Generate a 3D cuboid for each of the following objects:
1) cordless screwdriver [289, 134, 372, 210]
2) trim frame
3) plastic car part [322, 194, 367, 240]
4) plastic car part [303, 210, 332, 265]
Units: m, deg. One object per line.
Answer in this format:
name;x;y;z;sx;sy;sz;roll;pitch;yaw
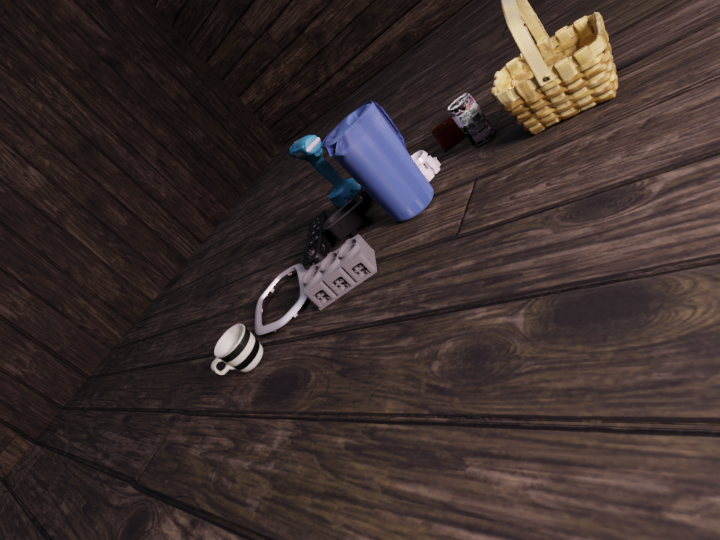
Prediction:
cordless screwdriver;-0.089;-0.250;1.127;0.074;0.240;0.166;-48;22;-13
trim frame;-0.191;0.066;1.040;0.185;0.026;0.257;-41;25;7
plastic car part;-0.030;-0.120;1.037;0.117;0.068;0.068;-42;22;5
plastic car part;-0.105;-0.069;1.077;0.067;0.064;0.207;-33;26;24
